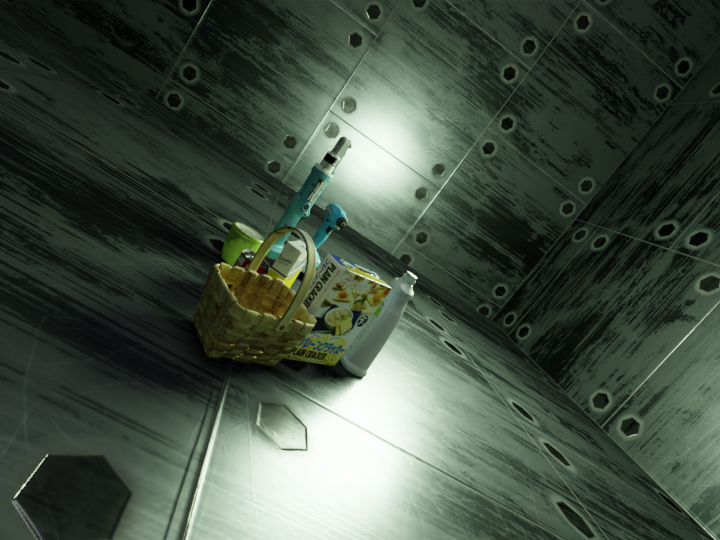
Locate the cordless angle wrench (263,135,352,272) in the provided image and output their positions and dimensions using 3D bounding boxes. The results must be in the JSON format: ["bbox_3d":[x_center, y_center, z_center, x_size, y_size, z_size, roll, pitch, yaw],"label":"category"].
[{"bbox_3d":[-0.159,-0.182,1.152,0.092,0.423,0.079,25,15,-44],"label":"cordless angle wrench"}]

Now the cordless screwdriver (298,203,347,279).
[{"bbox_3d":[-0.126,-0.082,1.288,0.071,0.249,0.165,31,12,-24],"label":"cordless screwdriver"}]
